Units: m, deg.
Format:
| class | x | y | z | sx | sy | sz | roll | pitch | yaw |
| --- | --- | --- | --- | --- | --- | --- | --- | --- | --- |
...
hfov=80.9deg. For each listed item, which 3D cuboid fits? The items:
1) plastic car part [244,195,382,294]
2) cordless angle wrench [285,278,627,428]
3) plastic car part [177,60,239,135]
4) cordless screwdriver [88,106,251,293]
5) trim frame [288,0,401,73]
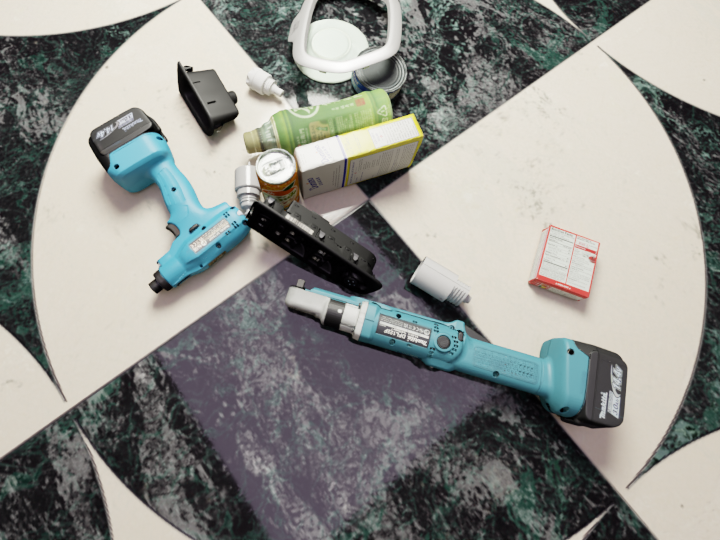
| class | x | y | z | sx | sy | sz | roll | pitch | yaw |
| --- | --- | --- | --- | --- | --- | --- | --- | --- | --- |
| plastic car part | -0.057 | -0.037 | 0.578 | 0.201 | 0.067 | 0.067 | 37 | 49 | -5 |
| cordless angle wrench | 0.104 | 0.094 | 0.550 | 0.428 | 0.073 | 0.099 | 16 | 74 | 6 |
| plastic car part | -0.232 | -0.269 | 0.664 | 0.069 | 0.066 | 0.119 | -31 | 80 | -25 |
| cordless screwdriver | -0.291 | -0.099 | 0.602 | 0.158 | 0.074 | 0.253 | -41 | 82 | -12 |
| trim frame | -0.026 | -0.398 | 0.690 | 0.186 | 0.027 | 0.254 | 1 | 61 | 5 |
